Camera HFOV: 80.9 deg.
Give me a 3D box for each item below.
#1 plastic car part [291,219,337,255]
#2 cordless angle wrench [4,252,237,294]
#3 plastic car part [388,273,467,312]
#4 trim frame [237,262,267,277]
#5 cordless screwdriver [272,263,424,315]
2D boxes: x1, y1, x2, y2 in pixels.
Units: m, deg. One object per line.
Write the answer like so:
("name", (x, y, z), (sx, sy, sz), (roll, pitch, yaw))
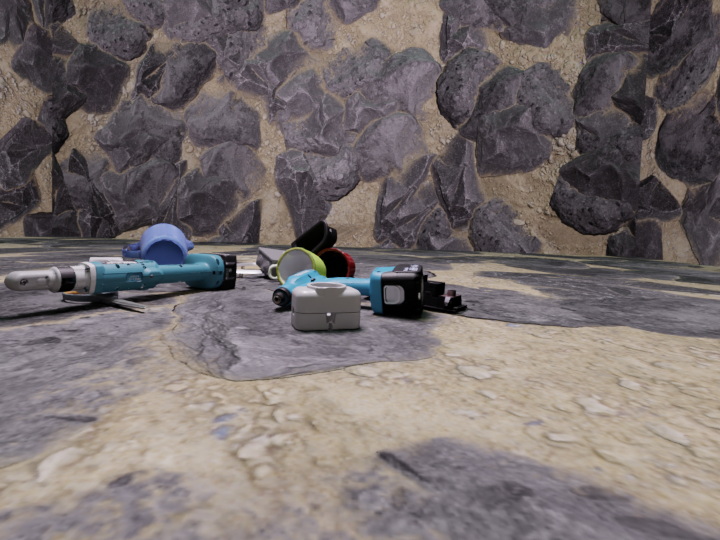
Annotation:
("plastic car part", (-0.098, -0.064, 0.999), (0.118, 0.068, 0.067), (-35, -28, 26))
("cordless angle wrench", (-0.397, 0.008, 0.768), (0.102, 0.074, 0.406), (4, 4, 27))
("plastic car part", (0.092, 0.037, 0.801), (0.213, 0.066, 0.064), (3, 11, 37))
("trim frame", (-0.312, -0.003, 1.205), (0.191, 0.027, 0.240), (5, 9, 23))
("cordless screwdriver", (-0.020, 0.035, 0.729), (0.257, 0.074, 0.155), (0, 9, 20))
